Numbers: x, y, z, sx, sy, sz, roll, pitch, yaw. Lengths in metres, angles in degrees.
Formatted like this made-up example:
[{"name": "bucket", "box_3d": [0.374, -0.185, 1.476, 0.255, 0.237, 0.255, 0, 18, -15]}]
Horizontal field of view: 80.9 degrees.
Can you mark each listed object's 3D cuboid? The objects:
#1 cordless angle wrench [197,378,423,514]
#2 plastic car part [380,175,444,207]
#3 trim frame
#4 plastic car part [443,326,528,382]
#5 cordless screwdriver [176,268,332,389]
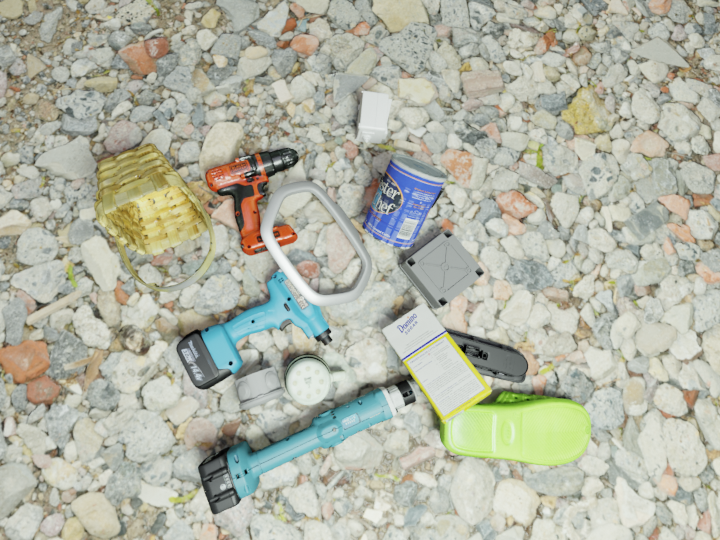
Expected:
[{"name": "cordless angle wrench", "box_3d": [-0.052, 0.264, 0.708, 0.418, 0.097, 0.076, -22, 80, -10]}, {"name": "plastic car part", "box_3d": [0.107, -0.183, 0.830, 0.118, 0.065, 0.071, 27, 63, 5]}, {"name": "trim frame", "box_3d": [-0.075, -0.049, 0.772, 0.181, 0.028, 0.246, -40, 95, -30]}, {"name": "plastic car part", "box_3d": [0.210, 0.149, 0.759, 0.202, 0.066, 0.067, 17, 71, -2]}, {"name": "cordless screwdriver", "box_3d": [-0.181, 0.120, 0.742, 0.246, 0.074, 0.162, -35, 82, -13]}]
